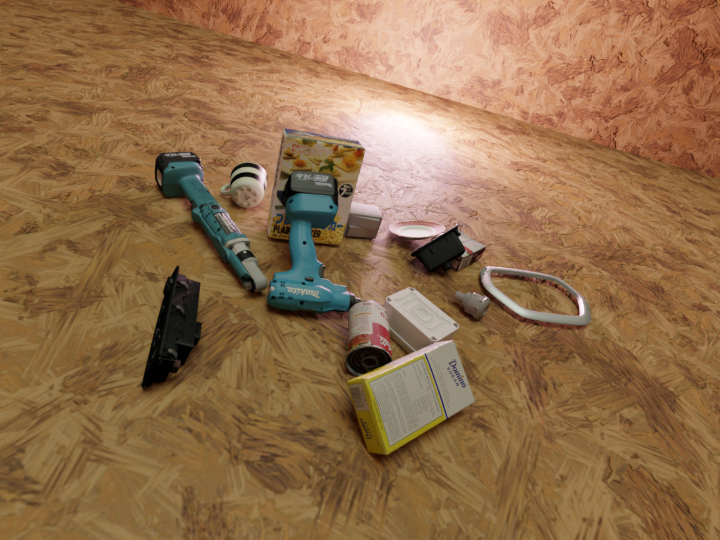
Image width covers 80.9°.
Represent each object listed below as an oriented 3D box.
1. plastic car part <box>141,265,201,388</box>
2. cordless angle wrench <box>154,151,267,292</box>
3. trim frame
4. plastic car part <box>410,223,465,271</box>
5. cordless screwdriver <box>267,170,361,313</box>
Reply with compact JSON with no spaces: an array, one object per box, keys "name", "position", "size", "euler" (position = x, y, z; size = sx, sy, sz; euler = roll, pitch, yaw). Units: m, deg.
[{"name":"plastic car part","position":[-0.261,0.068,0.604],"size":[0.064,0.066,0.213],"euler":[11,33,-27]},{"name":"cordless angle wrench","position":[-0.292,-0.103,0.833],"size":[0.094,0.073,0.446],"euler":[-14,46,-37]},{"name":"trim frame","position":[0.376,0.049,0.910],"size":[0.244,0.027,0.191],"euler":[5,37,-12]},{"name":"plastic car part","position":[0.175,-0.036,0.904],"size":[0.116,0.064,0.073],"euler":[-34,73,-1]},{"name":"cordless screwdriver","position":[-0.073,-0.048,0.747],"size":[0.156,0.074,0.254],"euler":[7,68,-12]}]
